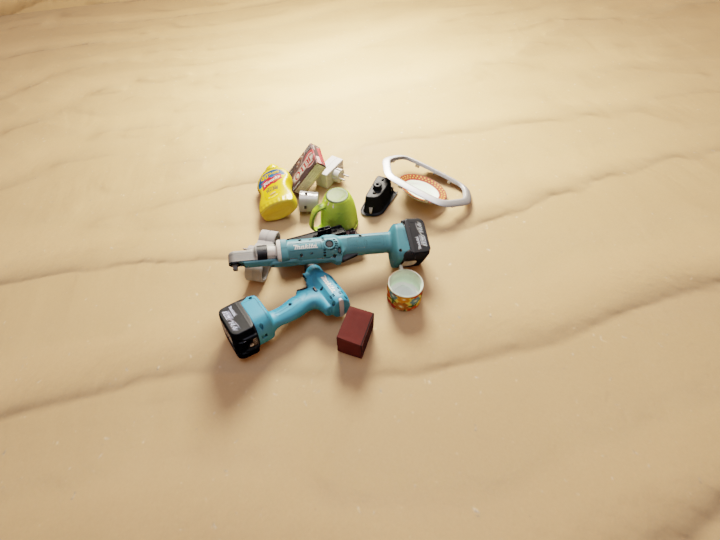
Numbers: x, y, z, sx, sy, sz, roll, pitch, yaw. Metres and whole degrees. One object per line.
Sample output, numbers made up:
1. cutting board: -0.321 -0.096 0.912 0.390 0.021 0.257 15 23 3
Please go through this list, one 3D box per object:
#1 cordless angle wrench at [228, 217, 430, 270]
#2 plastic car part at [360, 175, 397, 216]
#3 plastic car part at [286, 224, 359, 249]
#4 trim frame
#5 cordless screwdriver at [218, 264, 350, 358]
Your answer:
1. cordless angle wrench: -0.068 -0.045 0.904 0.417 0.073 0.100 -5 69 -9
2. plastic car part: 0.045 -0.196 1.071 0.068 0.068 0.116 19 50 18
3. plastic car part: -0.095 -0.062 0.969 0.201 0.064 0.069 -19 39 -7
4. trim frame: 0.167 -0.231 1.086 0.257 0.027 0.182 29 43 16
5. cordless screwdriver: -0.163 0.066 0.866 0.244 0.072 0.168 -22 42 -19
